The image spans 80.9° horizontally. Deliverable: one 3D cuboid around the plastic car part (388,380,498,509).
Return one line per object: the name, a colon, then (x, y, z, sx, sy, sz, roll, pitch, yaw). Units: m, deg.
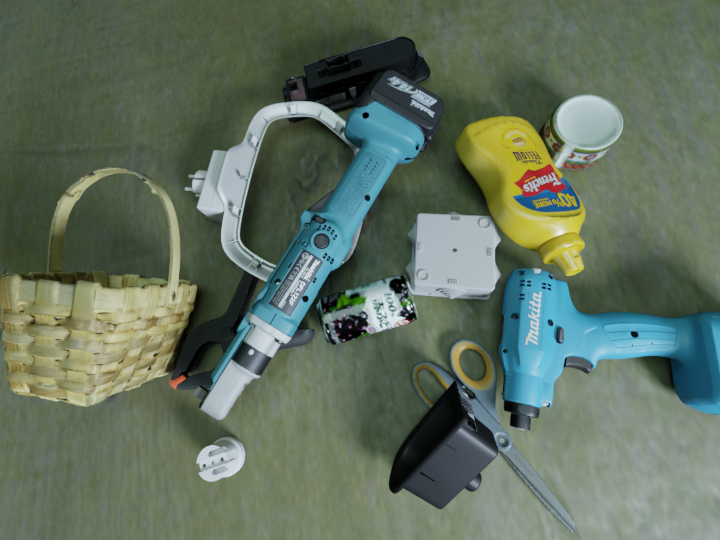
plastic car part: (0.088, 0.182, 0.414, 0.071, 0.066, 0.116, 32, 105, 1)

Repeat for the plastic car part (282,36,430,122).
plastic car part: (-0.010, -0.267, 0.571, 0.204, 0.065, 0.068, -12, 66, 3)

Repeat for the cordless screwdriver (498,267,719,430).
cordless screwdriver: (0.266, 0.094, 0.404, 0.256, 0.071, 0.161, 9, 73, 16)

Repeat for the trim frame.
trim frame: (-0.082, -0.104, 0.531, 0.184, 0.027, 0.250, 12, 78, -1)

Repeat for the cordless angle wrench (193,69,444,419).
cordless angle wrench: (-0.046, -0.030, 0.473, 0.098, 0.074, 0.423, 30, 79, 0)
